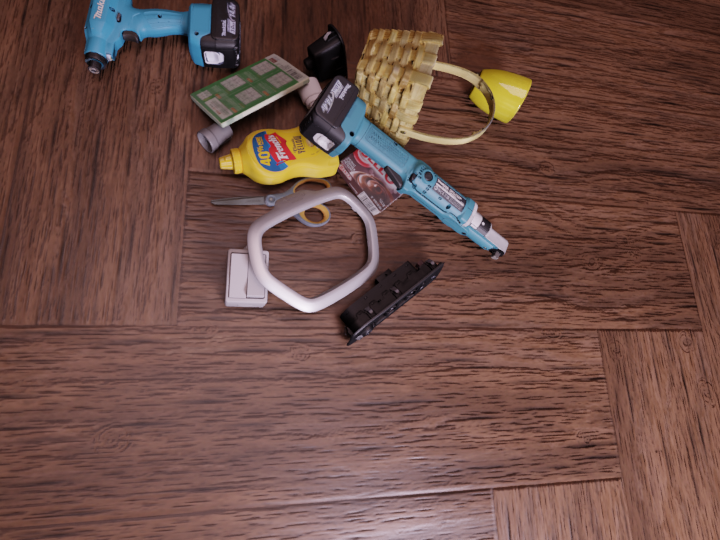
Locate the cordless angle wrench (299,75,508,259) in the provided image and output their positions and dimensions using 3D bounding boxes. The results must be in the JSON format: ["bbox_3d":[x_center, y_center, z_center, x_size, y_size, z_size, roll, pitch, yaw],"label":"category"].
[{"bbox_3d":[0.095,-0.149,0.705,0.410,0.076,0.098,34,71,-16],"label":"cordless angle wrench"}]

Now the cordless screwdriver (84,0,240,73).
[{"bbox_3d":[-0.327,-0.388,0.708,0.245,0.074,0.161,4,75,-8],"label":"cordless screwdriver"}]

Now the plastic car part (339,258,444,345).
[{"bbox_3d":[0.044,0.041,0.684,0.201,0.066,0.068,-41,80,-19],"label":"plastic car part"}]

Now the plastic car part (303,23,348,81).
[{"bbox_3d":[-0.066,-0.378,0.750,0.071,0.115,0.066,-31,88,3],"label":"plastic car part"}]

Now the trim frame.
[{"bbox_3d":[-0.065,-0.043,0.668,0.242,0.028,0.184,-31,90,-34],"label":"trim frame"}]
